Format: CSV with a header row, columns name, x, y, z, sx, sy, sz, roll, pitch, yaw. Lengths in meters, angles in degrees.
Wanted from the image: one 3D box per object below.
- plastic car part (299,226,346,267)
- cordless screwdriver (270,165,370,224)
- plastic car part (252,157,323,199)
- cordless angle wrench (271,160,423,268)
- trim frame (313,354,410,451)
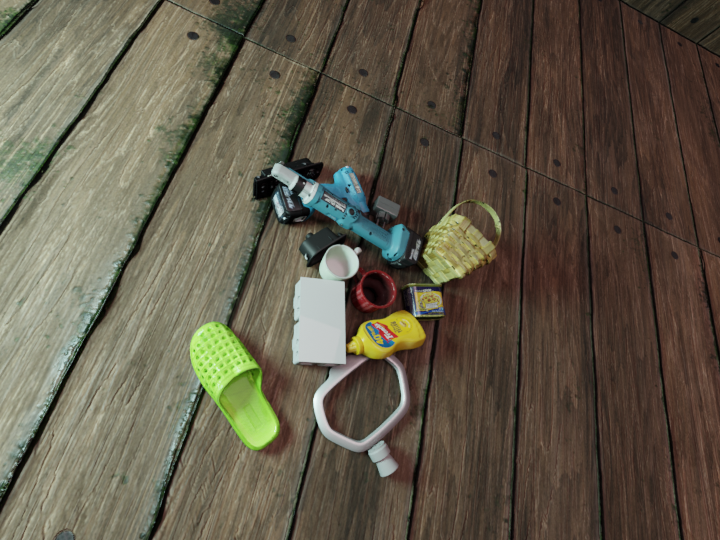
name,x,y,z,sx,sy,sz,roll,pitch,yaw
plastic car part,-0.102,-0.067,1.044,0.114,0.065,0.074,-29,67,-25
cordless screwdriver,-0.093,-0.172,1.081,0.241,0.075,0.162,-19,79,-29
plastic car part,-0.191,-0.244,1.089,0.198,0.064,0.070,-20,52,-25
cordless angle wrench,-0.033,-0.136,1.029,0.407,0.076,0.099,30,64,-20
trim frame,0.008,0.281,0.946,0.244,0.028,0.186,-34,83,-26
